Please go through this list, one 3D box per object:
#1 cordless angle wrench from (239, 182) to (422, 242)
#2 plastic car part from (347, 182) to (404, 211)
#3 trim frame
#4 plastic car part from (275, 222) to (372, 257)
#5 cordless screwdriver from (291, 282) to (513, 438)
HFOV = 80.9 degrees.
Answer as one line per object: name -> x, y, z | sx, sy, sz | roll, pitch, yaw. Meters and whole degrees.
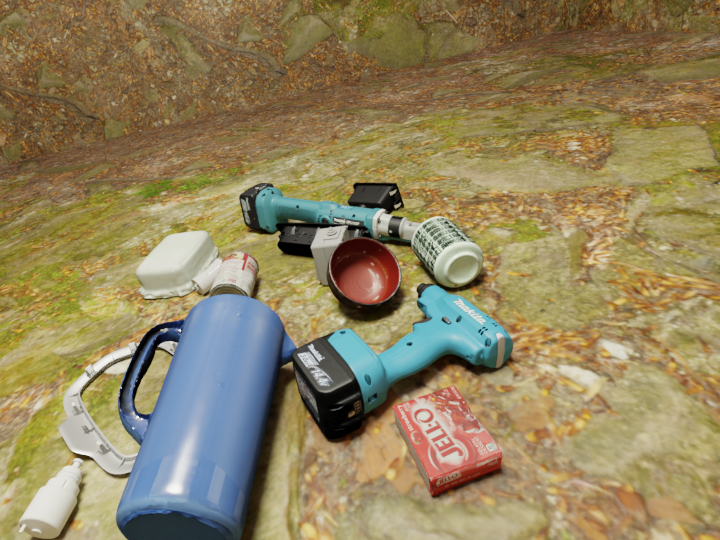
cordless angle wrench -> -0.058, -0.106, 0.847 | 0.443, 0.095, 0.073 | 13, 35, 29
plastic car part -> 0.023, -0.148, 0.913 | 0.122, 0.063, 0.071 | 9, 51, 35
trim frame -> -0.301, 0.165, 0.569 | 0.263, 0.026, 0.181 | 20, 46, 39
plastic car part -> -0.078, -0.051, 0.799 | 0.213, 0.063, 0.067 | 10, 63, 30
cordless screwdriver -> 0.037, 0.090, 0.525 | 0.244, 0.072, 0.168 | -19, 32, -17
